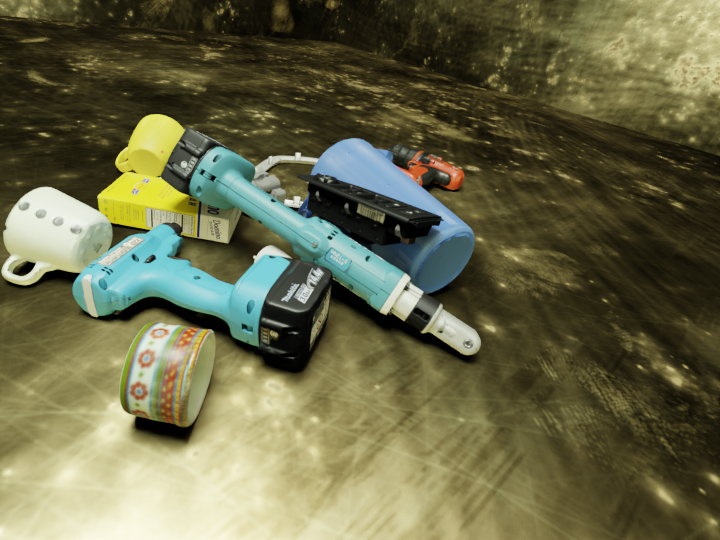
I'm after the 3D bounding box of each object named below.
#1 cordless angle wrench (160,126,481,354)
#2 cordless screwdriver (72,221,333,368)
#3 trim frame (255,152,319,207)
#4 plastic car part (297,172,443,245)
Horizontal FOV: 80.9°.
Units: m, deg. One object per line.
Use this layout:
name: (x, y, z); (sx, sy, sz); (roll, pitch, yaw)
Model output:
cordless angle wrench: (-0.049, -0.032, 0.504); (0.434, 0.074, 0.095); (33, 8, 13)
cordless screwdriver: (-0.155, 0.008, 0.463); (0.253, 0.072, 0.160); (12, 32, 8)
trim frame: (-0.111, -0.175, 0.795); (0.187, 0.027, 0.249); (16, 31, 6)
plastic car part: (-0.002, -0.075, 0.527); (0.064, 0.066, 0.215); (-17, 38, -40)
